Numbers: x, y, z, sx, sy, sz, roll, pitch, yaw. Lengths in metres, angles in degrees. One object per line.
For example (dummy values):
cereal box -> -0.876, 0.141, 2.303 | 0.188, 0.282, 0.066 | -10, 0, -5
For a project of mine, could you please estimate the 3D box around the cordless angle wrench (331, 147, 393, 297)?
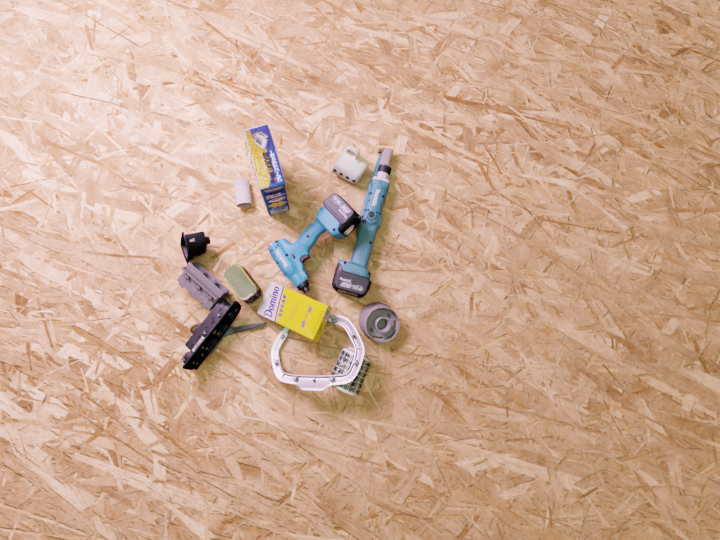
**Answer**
cordless angle wrench -> 0.025, -0.141, 1.135 | 0.099, 0.073, 0.426 | 15, 77, 2

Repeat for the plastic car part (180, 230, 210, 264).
plastic car part -> -0.430, -0.068, 1.106 | 0.069, 0.118, 0.067 | -19, 82, -30

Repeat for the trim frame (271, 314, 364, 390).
trim frame -> -0.111, 0.200, 1.044 | 0.256, 0.026, 0.188 | -4, 67, 19

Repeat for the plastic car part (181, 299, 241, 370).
plastic car part -> -0.378, 0.153, 1.066 | 0.070, 0.063, 0.202 | 36, 83, 29

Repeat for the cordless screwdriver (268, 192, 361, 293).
cordless screwdriver -> -0.106, -0.069, 1.085 | 0.250, 0.071, 0.164 | -39, 72, 10
